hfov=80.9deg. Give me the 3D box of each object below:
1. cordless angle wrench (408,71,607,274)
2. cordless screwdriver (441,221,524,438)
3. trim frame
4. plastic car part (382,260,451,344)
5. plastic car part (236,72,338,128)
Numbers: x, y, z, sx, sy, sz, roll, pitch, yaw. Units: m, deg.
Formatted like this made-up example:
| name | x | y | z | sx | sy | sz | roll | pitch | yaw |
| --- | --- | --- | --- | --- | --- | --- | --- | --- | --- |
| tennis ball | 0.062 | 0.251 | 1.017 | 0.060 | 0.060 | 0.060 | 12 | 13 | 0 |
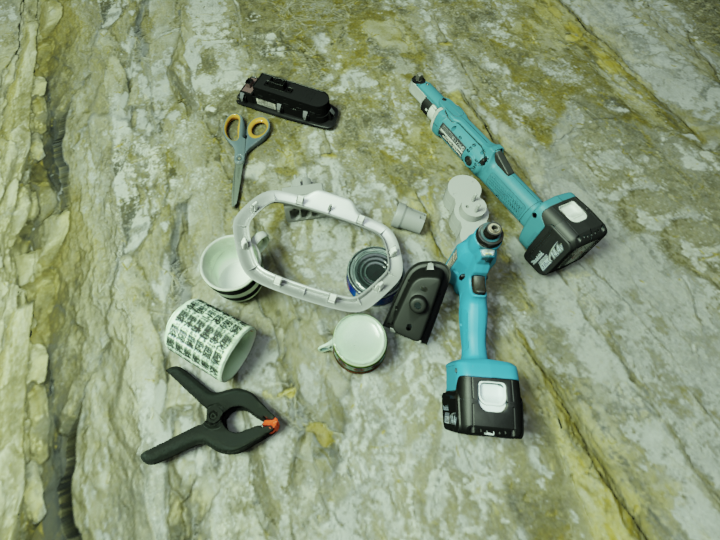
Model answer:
| name | x | y | z | sx | sy | sz | roll | pitch | yaw |
| --- | --- | --- | --- | --- | --- | --- | --- | --- | --- |
| cordless angle wrench | 0.200 | -0.187 | 0.693 | 0.073 | 0.096 | 0.442 | -21 | 60 | -19 |
| cordless screwdriver | 0.149 | 0.071 | 0.526 | 0.075 | 0.155 | 0.254 | 3 | 66 | 0 |
| trim frame | -0.058 | -0.038 | 0.596 | 0.249 | 0.027 | 0.187 | 16 | 53 | 1 |
| plastic car part | 0.076 | 0.045 | 0.561 | 0.067 | 0.070 | 0.115 | 22 | 105 | 10 |
| plastic car part | -0.134 | -0.323 | 0.786 | 0.207 | 0.065 | 0.066 | 24 | 60 | 10 |
